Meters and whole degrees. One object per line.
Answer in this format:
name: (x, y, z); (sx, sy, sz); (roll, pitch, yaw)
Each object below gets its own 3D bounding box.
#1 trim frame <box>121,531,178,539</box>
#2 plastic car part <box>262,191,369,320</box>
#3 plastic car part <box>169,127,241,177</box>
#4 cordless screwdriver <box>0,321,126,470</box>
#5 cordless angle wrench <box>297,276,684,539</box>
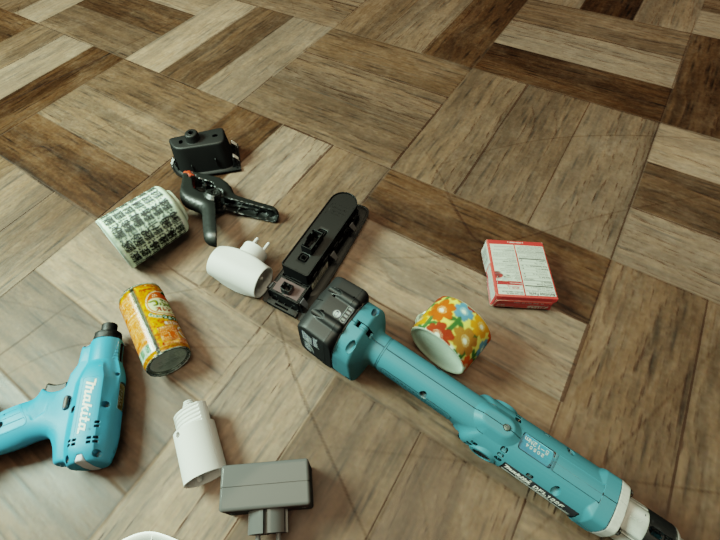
trim frame: (-0.180, 0.352, 0.330); (0.183, 0.026, 0.258); (-12, 57, -4)
plastic car part: (-0.056, -0.037, 0.574); (0.069, 0.064, 0.202); (19, 56, 22)
plastic car part: (-0.260, -0.199, 0.692); (0.115, 0.069, 0.069); (-10, 55, -8)
cordless screwdriver: (-0.387, 0.145, 0.462); (0.246, 0.072, 0.165); (-8, 55, -7)
cordless angle wrench: (0.127, 0.155, 0.412); (0.439, 0.095, 0.074); (32, 65, 19)
